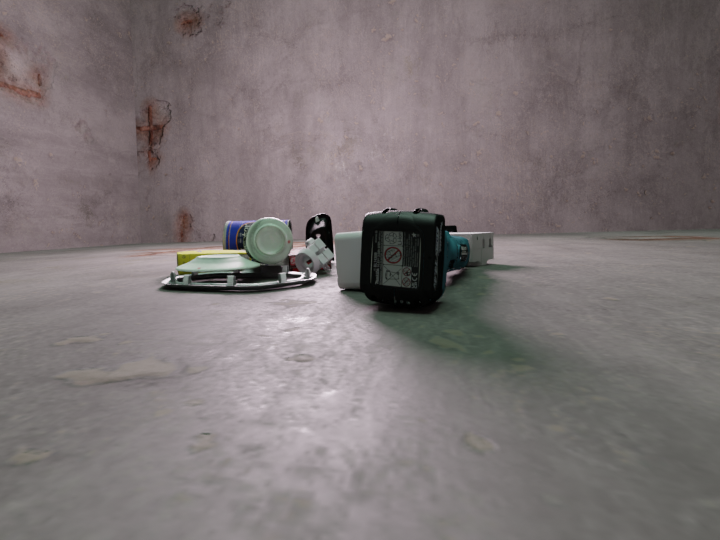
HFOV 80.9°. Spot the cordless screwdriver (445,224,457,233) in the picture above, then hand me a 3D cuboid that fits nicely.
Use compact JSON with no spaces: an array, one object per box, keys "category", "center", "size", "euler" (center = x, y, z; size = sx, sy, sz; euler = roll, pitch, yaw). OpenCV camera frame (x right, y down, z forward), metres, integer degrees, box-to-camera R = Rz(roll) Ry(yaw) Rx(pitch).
[{"category":"cordless screwdriver","center":[0.132,-0.073,1.120],"size":[0.155,0.074,0.256],"euler":[-4,2,-21]}]

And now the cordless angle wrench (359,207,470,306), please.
[{"category":"cordless angle wrench","center":[0.111,-0.023,0.588],"size":[0.077,0.098,0.408],"euler":[4,4,22]}]

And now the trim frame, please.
[{"category":"trim frame","center":[-0.190,0.008,0.661],"size":[0.257,0.027,0.179],"euler":[-1,5,21]}]

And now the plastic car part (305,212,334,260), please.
[{"category":"plastic car part","center":[-0.091,-0.059,0.930],"size":[0.066,0.113,0.073],"euler":[-1,27,-2]}]
